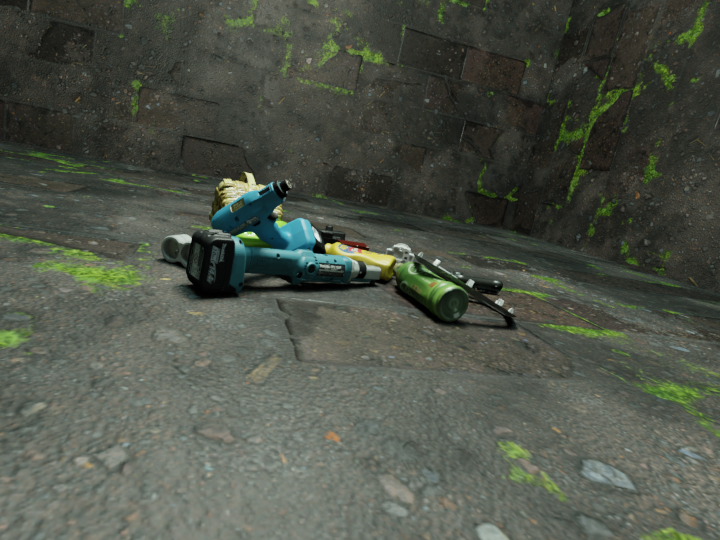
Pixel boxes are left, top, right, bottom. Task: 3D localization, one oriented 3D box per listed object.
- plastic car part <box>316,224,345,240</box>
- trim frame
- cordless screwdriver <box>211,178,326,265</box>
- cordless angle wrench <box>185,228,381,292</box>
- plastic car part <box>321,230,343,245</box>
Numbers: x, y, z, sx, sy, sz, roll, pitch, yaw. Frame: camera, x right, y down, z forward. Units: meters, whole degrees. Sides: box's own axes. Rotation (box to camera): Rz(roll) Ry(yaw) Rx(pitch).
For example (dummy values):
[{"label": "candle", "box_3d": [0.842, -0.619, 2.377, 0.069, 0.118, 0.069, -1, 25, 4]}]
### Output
[{"label": "plastic car part", "box_3d": [-0.089, -0.094, 1.223, 0.112, 0.070, 0.069, 8, 11, -27]}, {"label": "trim frame", "box_3d": [0.215, 0.028, 0.872, 0.243, 0.027, 0.189, 30, 3, -13]}, {"label": "cordless screwdriver", "box_3d": [-0.145, -0.084, 0.810, 0.162, 0.077, 0.235, -27, -27, 18]}, {"label": "cordless angle wrench", "box_3d": [-0.110, -0.007, 0.802, 0.402, 0.097, 0.078, 4, 10, -41]}, {"label": "plastic car part", "box_3d": [-0.112, -0.073, 1.145, 0.198, 0.066, 0.069, 5, 20, -14]}]
